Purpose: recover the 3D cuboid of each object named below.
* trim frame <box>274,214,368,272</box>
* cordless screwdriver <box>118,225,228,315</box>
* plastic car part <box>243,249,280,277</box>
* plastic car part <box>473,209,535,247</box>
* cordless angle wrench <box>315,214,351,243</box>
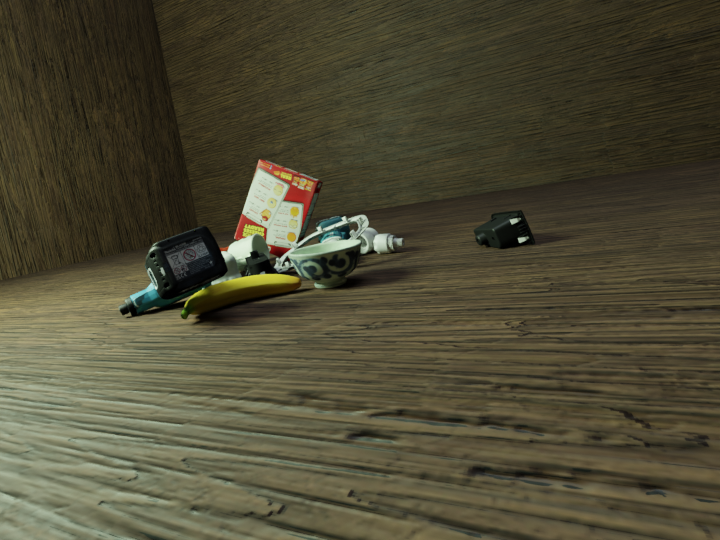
[{"bbox_3d":[-0.088,-0.058,0.904,0.258,0.026,0.184,-15,28,35],"label":"trim frame"},{"bbox_3d":[-0.302,0.017,0.663,0.155,0.074,0.254,-27,1,-28],"label":"cordless screwdriver"},{"bbox_3d":[-0.199,-0.005,0.837,0.065,0.066,0.210,-12,14,-16],"label":"plastic car part"},{"bbox_3d":[0.253,-0.069,0.787,0.070,0.065,0.119,-25,9,-8],"label":"plastic car part"},{"bbox_3d":[-0.066,-0.074,1.053,0.098,0.073,0.429,-15,14,-1],"label":"cordless angle wrench"}]
